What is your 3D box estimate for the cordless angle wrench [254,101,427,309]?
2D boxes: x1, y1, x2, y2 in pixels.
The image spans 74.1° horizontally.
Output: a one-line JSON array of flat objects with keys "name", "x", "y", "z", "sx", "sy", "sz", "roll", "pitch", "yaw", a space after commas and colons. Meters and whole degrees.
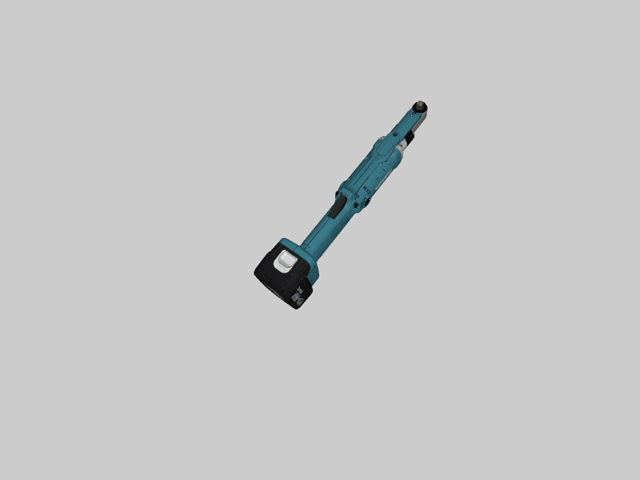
[{"name": "cordless angle wrench", "x": 0.057, "y": -0.077, "z": 0.717, "sx": 0.074, "sy": 0.422, "sz": 0.098, "roll": 34, "pitch": -14, "yaw": 20}]
